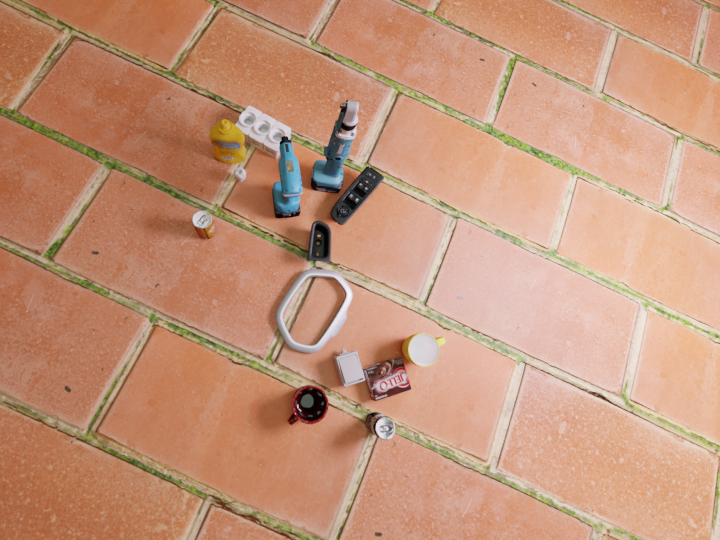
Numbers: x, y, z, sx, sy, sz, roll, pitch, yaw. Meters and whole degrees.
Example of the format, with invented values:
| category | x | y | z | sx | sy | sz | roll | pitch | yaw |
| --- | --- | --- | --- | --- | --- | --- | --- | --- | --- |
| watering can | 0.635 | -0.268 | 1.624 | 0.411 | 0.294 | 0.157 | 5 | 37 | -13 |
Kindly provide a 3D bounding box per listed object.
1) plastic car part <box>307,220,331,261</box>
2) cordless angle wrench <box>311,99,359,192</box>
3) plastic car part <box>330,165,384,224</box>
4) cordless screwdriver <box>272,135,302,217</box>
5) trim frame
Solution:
| category | x | y | z | sx | sy | sz | roll | pitch | yaw |
| --- | --- | --- | --- | --- | --- | --- | --- | --- | --- |
| plastic car part | -0.119 | -0.078 | 1.217 | 0.065 | 0.071 | 0.118 | 5 | 76 | -9 |
| cordless angle wrench | -0.060 | -0.316 | 1.105 | 0.096 | 0.424 | 0.075 | 7 | 77 | -11 |
| plastic car part | -0.018 | -0.218 | 1.269 | 0.067 | 0.067 | 0.202 | 39 | 74 | 0 |
| cordless screwdriver | -0.202 | -0.244 | 1.158 | 0.073 | 0.249 | 0.162 | -7 | 79 | -14 |
| trim frame | -0.129 | 0.110 | 1.189 | 0.185 | 0.027 | 0.248 | 32 | 74 | 1 |
